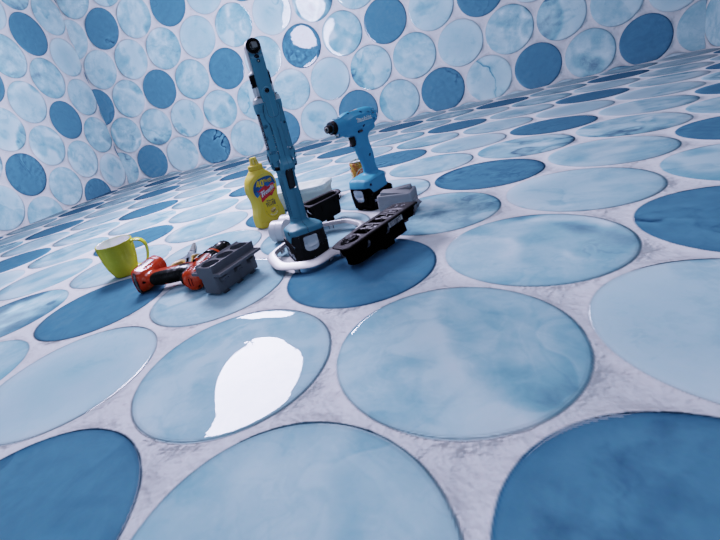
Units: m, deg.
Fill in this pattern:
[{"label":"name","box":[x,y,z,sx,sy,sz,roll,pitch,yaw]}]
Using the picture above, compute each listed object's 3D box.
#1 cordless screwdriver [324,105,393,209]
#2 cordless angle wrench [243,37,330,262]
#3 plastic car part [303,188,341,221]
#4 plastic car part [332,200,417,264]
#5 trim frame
[{"label":"cordless screwdriver","box":[-0.005,-0.271,1.056,0.155,0.242,0.078,-30,26,-37]},{"label":"cordless angle wrench","box":[-0.151,-0.220,0.816,0.073,0.411,0.102,-19,21,-16]},{"label":"plastic car part","box":[-0.089,-0.153,1.060,0.114,0.069,0.069,-27,25,-27]},{"label":"plastic car part","box":[0.029,-0.069,0.805,0.198,0.065,0.070,-32,27,-34]},{"label":"trim frame","box":[-0.088,-0.057,0.897,0.193,0.027,0.243,4,30,37]}]
